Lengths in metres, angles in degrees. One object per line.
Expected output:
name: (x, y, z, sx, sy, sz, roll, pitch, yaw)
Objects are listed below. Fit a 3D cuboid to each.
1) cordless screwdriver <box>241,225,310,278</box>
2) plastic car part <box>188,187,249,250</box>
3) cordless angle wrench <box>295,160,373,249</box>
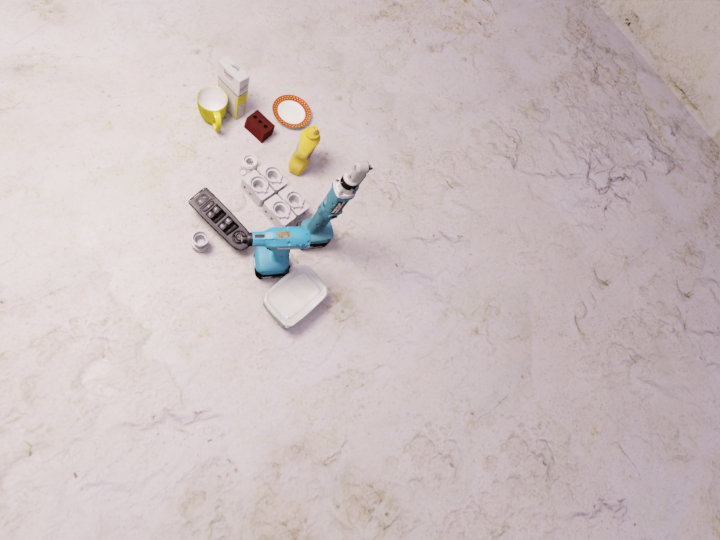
cordless screwdriver: (-0.232, -0.045, 1.067, 0.154, 0.251, 0.076, -2, 74, -21)
plastic car part: (-0.378, -0.129, 1.156, 0.204, 0.067, 0.066, 43, 63, 2)
cordless angle wrench: (-0.073, -0.158, 1.063, 0.095, 0.427, 0.076, -6, 76, -24)
